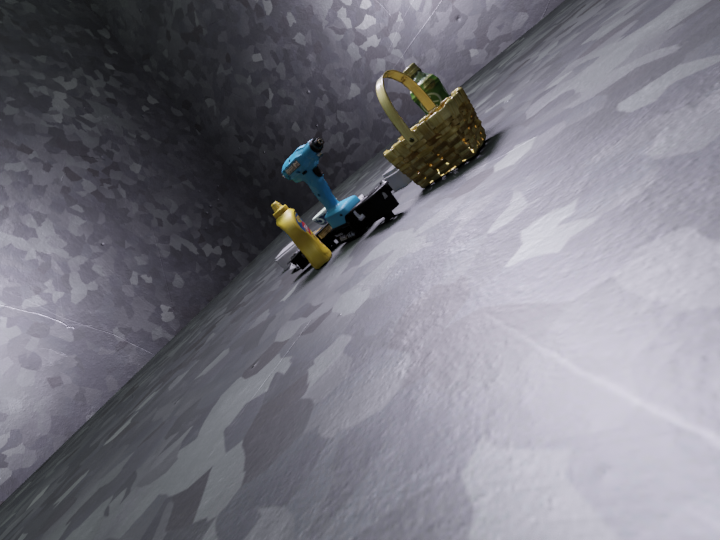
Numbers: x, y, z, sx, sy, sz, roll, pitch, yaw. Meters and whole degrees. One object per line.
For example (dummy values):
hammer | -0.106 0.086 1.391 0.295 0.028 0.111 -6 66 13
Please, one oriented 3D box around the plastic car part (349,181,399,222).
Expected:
plastic car part | 0.039 -0.137 0.906 0.065 0.070 0.120 -45 12 -22

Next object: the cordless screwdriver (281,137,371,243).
cordless screwdriver | -0.068 -0.189 0.995 0.073 0.245 0.163 -46 10 -35

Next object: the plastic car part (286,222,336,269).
plastic car part | -0.110 -0.072 1.128 0.204 0.066 0.067 -39 10 11

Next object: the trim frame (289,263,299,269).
trim frame | -0.127 -0.086 1.307 0.247 0.027 0.188 -44 13 -11
